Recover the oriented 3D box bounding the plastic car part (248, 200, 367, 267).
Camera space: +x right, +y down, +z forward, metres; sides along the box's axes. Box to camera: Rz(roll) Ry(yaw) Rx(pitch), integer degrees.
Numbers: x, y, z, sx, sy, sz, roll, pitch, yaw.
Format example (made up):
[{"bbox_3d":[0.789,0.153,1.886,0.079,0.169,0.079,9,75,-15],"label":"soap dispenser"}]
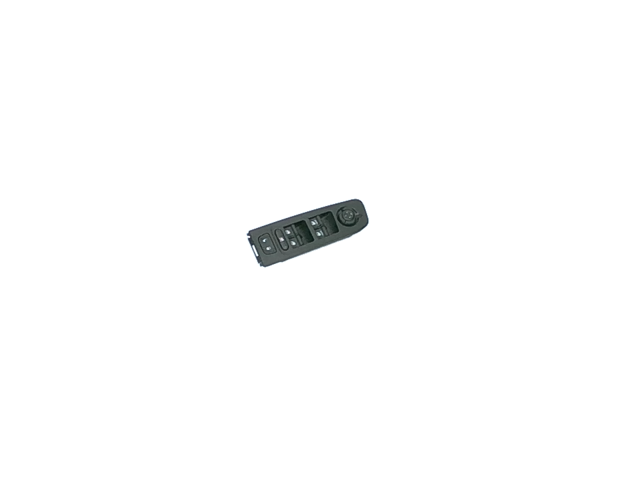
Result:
[{"bbox_3d":[-0.013,-0.007,0.706,0.202,0.066,0.067,-22,-28,-14],"label":"plastic car part"}]
